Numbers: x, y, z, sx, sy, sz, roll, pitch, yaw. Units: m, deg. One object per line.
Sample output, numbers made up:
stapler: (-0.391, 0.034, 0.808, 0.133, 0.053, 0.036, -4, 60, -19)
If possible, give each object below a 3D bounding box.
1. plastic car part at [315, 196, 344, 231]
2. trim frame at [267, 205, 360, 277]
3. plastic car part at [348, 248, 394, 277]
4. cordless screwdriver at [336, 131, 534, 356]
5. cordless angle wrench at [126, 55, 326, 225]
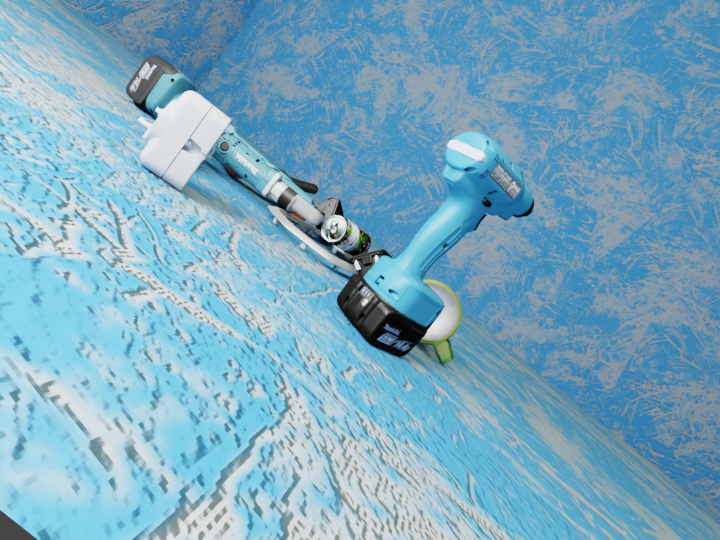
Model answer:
plastic car part: (-0.069, -0.100, 0.904, 0.068, 0.067, 0.197, 11, -9, 9)
trim frame: (-0.075, -0.049, 0.764, 0.193, 0.027, 0.236, 43, 10, 27)
plastic car part: (0.034, 0.017, 0.731, 0.110, 0.068, 0.073, 40, 41, -56)
cordless screwdriver: (0.096, -0.018, 0.487, 0.150, 0.249, 0.079, 25, 15, -43)
cordless angle wrench: (-0.234, -0.220, 0.760, 0.429, 0.098, 0.073, 40, 7, 7)
